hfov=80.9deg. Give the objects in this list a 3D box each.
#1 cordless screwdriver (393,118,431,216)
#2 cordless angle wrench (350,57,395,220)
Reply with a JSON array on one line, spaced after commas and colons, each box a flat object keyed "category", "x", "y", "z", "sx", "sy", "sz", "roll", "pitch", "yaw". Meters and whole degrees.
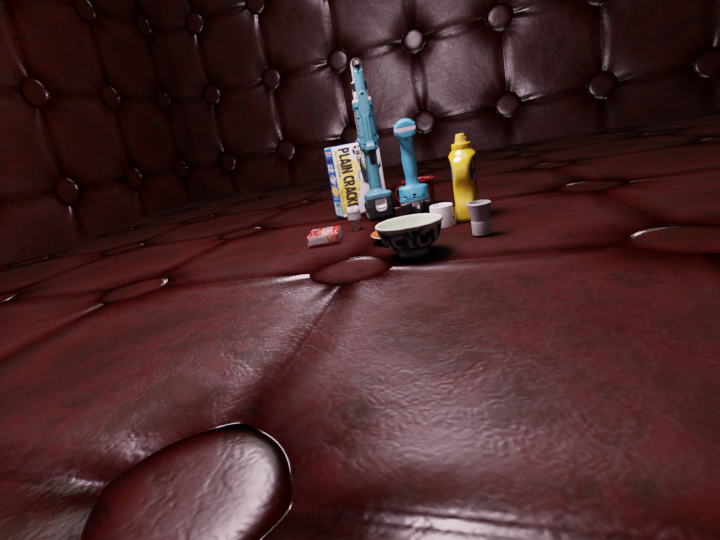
[{"category": "cordless screwdriver", "x": 0.126, "y": -0.257, "z": 1.073, "sx": 0.075, "sy": 0.244, "sz": 0.160, "roll": -9, "pitch": 14, "yaw": 8}, {"category": "cordless angle wrench", "x": 0.022, "y": -0.348, "z": 1.140, "sx": 0.074, "sy": 0.415, "sz": 0.100, "roll": -11, "pitch": 13, "yaw": -2}]
